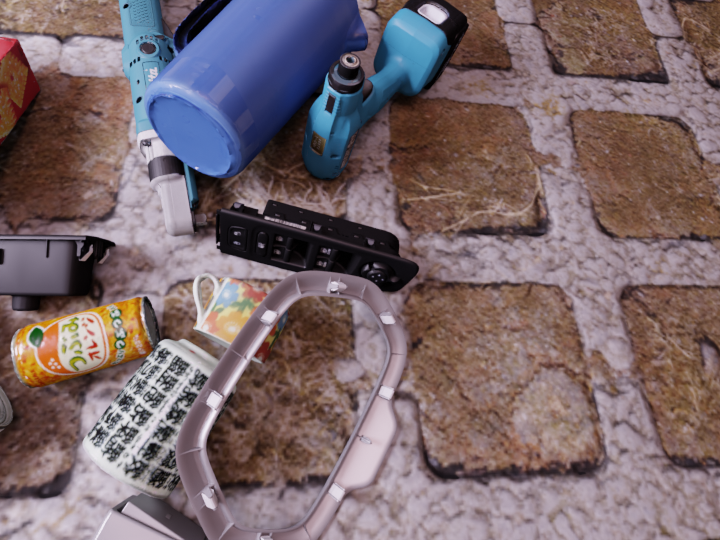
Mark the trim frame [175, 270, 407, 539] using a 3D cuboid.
[{"bbox_3d":[-0.041,0.115,0.362,0.177,0.029,0.248,42,64,-24],"label":"trim frame"}]

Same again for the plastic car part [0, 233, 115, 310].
[{"bbox_3d":[-0.300,0.001,0.392,0.115,0.066,0.071,-3,85,-6],"label":"plastic car part"}]

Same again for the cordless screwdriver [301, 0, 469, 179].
[{"bbox_3d":[0.030,-0.221,0.463,0.075,0.158,0.247,38,67,2],"label":"cordless screwdriver"}]

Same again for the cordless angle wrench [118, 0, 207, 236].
[{"bbox_3d":[-0.236,-0.236,0.483,0.096,0.074,0.432,-10,73,-17],"label":"cordless angle wrench"}]

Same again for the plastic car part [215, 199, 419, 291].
[{"bbox_3d":[-0.043,-0.028,0.435,0.203,0.065,0.068,18,43,0],"label":"plastic car part"}]
